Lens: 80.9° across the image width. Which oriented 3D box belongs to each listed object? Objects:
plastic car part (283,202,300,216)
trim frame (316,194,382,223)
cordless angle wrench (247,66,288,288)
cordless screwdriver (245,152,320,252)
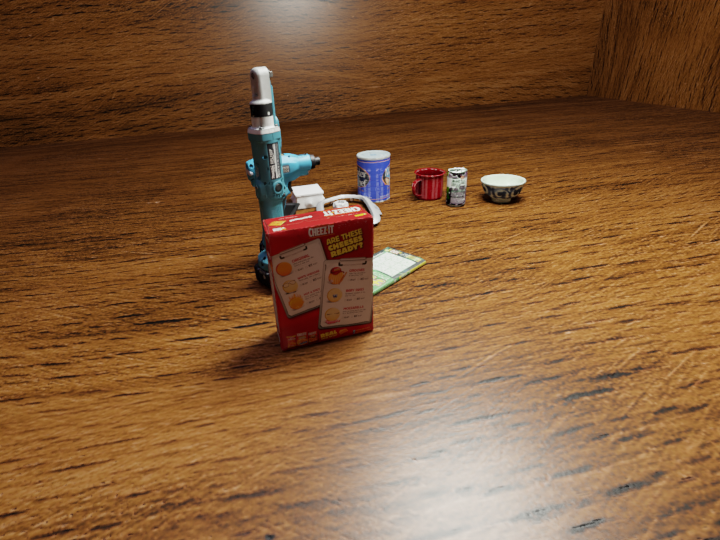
[{"bbox_3d":[-0.198,-0.132,1.121,0.066,0.069,0.119,-2,28,2],"label":"plastic car part"},{"bbox_3d":[-0.033,-0.171,1.216,0.183,0.027,0.258,-7,28,-6],"label":"trim frame"},{"bbox_3d":[-0.172,-0.163,0.813,0.079,0.411,0.095,22,35,40],"label":"cordless angle wrench"},{"bbox_3d":[-0.160,-0.136,0.940,0.155,0.242,0.078,-12,28,-18],"label":"cordless screwdriver"}]
